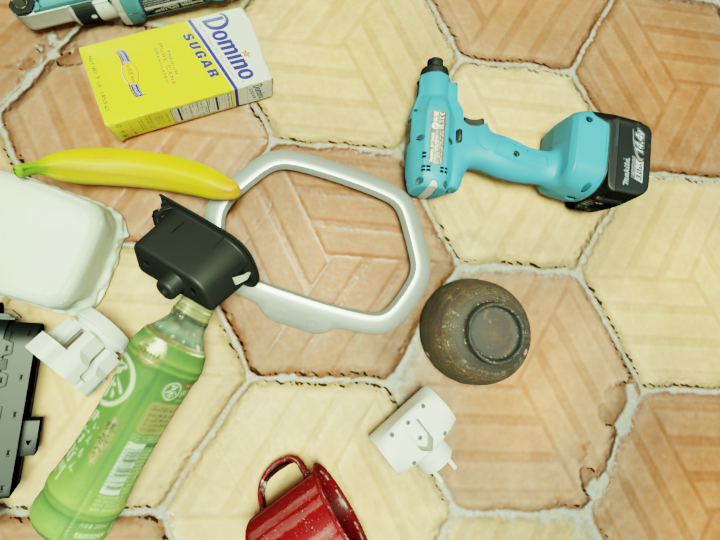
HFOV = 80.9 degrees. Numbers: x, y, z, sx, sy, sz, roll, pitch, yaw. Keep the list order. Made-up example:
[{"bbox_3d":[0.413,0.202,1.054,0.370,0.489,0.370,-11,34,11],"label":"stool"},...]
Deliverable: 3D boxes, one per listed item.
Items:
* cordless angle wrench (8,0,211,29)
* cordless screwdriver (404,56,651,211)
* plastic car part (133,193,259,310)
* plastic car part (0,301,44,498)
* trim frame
[{"bbox_3d":[-0.159,-0.327,0.460,0.420,0.098,0.075,-17,86,-5],"label":"cordless angle wrench"},{"bbox_3d":[0.176,-0.150,0.472,0.248,0.074,0.160,6,80,-2],"label":"cordless screwdriver"},{"bbox_3d":[-0.158,-0.007,0.385,0.121,0.064,0.070,30,50,17],"label":"plastic car part"},{"bbox_3d":[-0.322,0.130,0.375,0.065,0.067,0.205,2,81,-19],"label":"plastic car part"},{"bbox_3d":[-0.044,-0.029,0.450,0.246,0.027,0.185,17,78,-5],"label":"trim frame"}]
